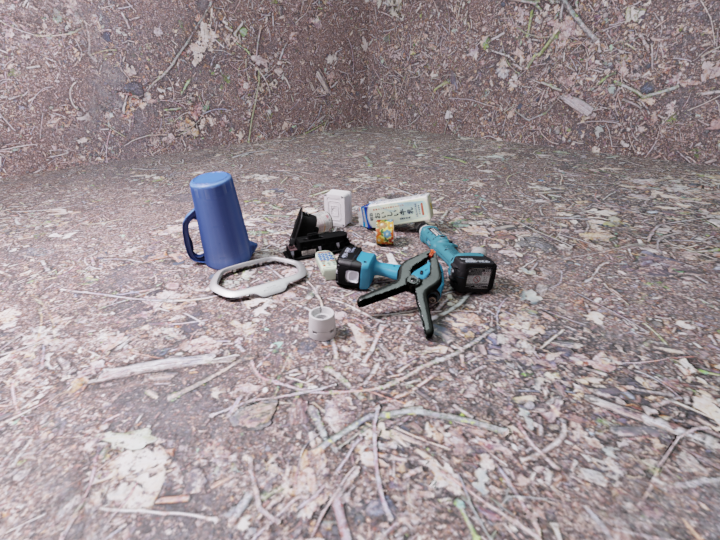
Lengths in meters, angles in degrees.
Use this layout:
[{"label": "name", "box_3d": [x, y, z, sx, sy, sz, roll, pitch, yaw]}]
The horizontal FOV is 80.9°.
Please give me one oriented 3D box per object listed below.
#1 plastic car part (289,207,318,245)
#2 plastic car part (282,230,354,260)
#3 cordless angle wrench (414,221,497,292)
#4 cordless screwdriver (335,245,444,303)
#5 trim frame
[{"label": "plastic car part", "box_3d": [-0.160, -0.118, 1.242, 0.068, 0.116, 0.069, 17, 18, -22]}, {"label": "plastic car part", "box_3d": [-0.117, -0.077, 1.200, 0.198, 0.066, 0.069, -7, 18, -17]}, {"label": "cordless angle wrench", "box_3d": [0.221, -0.066, 1.139, 0.096, 0.073, 0.437, 0, 22, -11]}, {"label": "cordless screwdriver", "box_3d": [0.066, 0.015, 0.983, 0.254, 0.072, 0.160, 7, 27, 10]}, {"label": "trim frame", "box_3d": [-0.255, 0.015, 1.057, 0.240, 0.027, 0.195, -16, 28, -30]}]
